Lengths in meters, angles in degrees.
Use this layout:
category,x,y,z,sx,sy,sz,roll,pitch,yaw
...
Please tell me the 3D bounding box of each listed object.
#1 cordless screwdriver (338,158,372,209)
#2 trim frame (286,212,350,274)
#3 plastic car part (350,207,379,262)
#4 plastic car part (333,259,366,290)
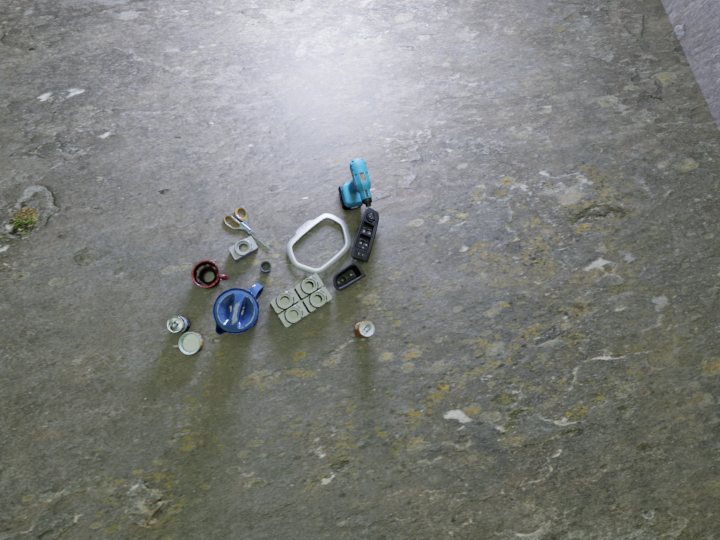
category,x,y,z,sx,sy,sz,roll,pitch,yaw
cordless screwdriver,-0.012,-0.264,1.451,0.073,0.249,0.161,-12,82,-12
trim frame,-0.148,-0.097,1.515,0.247,0.027,0.186,-42,84,-12
plastic car part,0.017,-0.126,1.516,0.066,0.067,0.204,18,77,-4
plastic car part,-0.050,0.025,1.475,0.115,0.071,0.067,-32,85,-12
